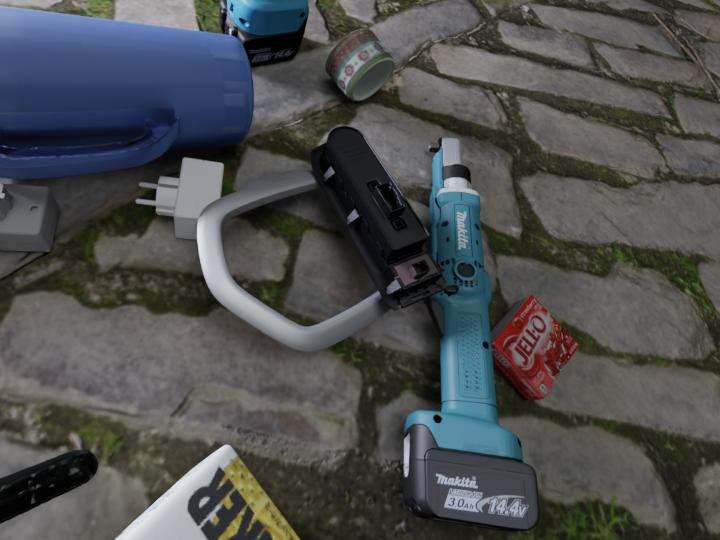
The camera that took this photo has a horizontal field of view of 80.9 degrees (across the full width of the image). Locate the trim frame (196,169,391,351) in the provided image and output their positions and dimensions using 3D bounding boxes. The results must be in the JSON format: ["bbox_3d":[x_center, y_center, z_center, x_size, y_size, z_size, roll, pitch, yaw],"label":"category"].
[{"bbox_3d":[-0.041,-0.027,0.418,0.241,0.028,0.187,-27,78,-39],"label":"trim frame"}]

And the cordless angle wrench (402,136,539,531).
[{"bbox_3d":[0.101,0.014,0.441,0.099,0.072,0.432,4,58,2],"label":"cordless angle wrench"}]

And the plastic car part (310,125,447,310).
[{"bbox_3d":[0.010,-0.066,0.413,0.065,0.065,0.211,-24,64,-13],"label":"plastic car part"}]

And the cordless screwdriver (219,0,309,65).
[{"bbox_3d":[-0.079,-0.352,0.463,0.156,0.248,0.076,-24,78,-23],"label":"cordless screwdriver"}]
